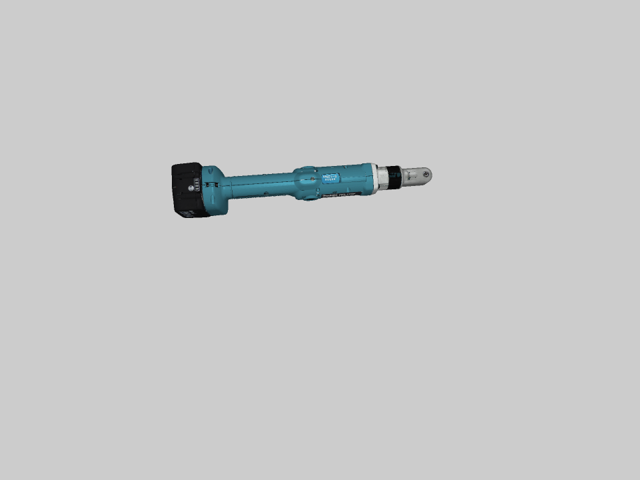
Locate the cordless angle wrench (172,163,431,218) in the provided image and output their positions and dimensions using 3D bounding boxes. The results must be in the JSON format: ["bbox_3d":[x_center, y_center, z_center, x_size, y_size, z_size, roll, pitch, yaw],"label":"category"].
[{"bbox_3d":[-0.020,-0.093,0.702,0.423,0.074,0.098,-5,-5,-6],"label":"cordless angle wrench"}]
